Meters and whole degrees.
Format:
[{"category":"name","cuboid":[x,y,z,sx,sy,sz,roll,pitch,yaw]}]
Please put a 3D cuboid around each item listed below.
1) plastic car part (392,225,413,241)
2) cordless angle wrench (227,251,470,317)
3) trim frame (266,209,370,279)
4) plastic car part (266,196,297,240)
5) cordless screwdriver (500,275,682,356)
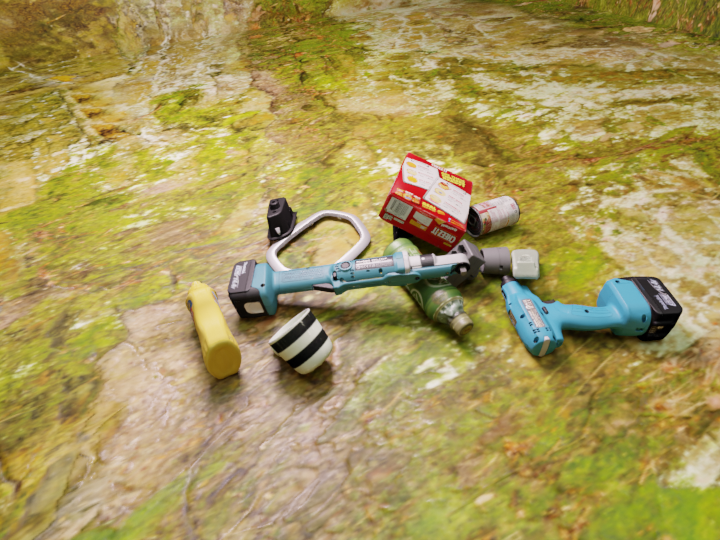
[{"category":"plastic car part","cuboid":[0.105,-0.140,0.968,0.067,0.064,0.209,3,43,-5]},{"category":"cordless angle wrench","cuboid":[-0.024,0.011,0.761,0.429,0.071,0.101,-7,43,9]},{"category":"trim frame","cuboid":[-0.090,-0.059,0.924,0.193,0.026,0.245,27,53,27]},{"category":"plastic car part","cuboid":[-0.186,-0.127,0.955,0.067,0.068,0.120,-10,31,5]},{"category":"cordless screwdriver","cuboid":[0.383,0.058,0.734,0.249,0.071,0.165,-8,43,1]}]
